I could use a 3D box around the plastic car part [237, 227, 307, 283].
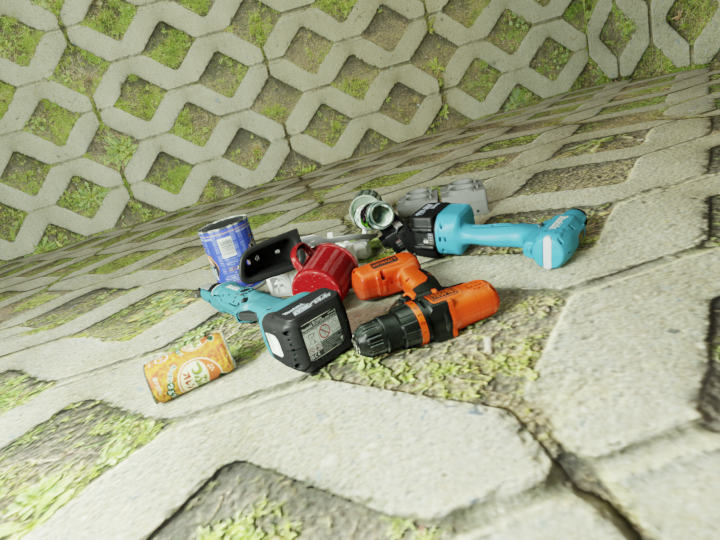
[{"bbox_3d":[-0.158,-0.022,0.713,0.114,0.065,0.073,-22,12,-21],"label":"plastic car part"}]

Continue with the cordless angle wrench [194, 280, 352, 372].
[{"bbox_3d":[-0.177,0.057,0.680,0.095,0.073,0.444,-28,21,-32],"label":"cordless angle wrench"}]

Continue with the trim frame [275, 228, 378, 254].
[{"bbox_3d":[-0.085,-0.056,0.872,0.255,0.027,0.179,-7,0,18],"label":"trim frame"}]

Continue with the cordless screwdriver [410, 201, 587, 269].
[{"bbox_3d":[0.219,-0.069,0.684,0.262,0.072,0.155,10,31,40],"label":"cordless screwdriver"}]

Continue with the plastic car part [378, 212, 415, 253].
[{"bbox_3d":[0.069,-0.077,0.855,0.067,0.064,0.207,-40,18,11],"label":"plastic car part"}]
